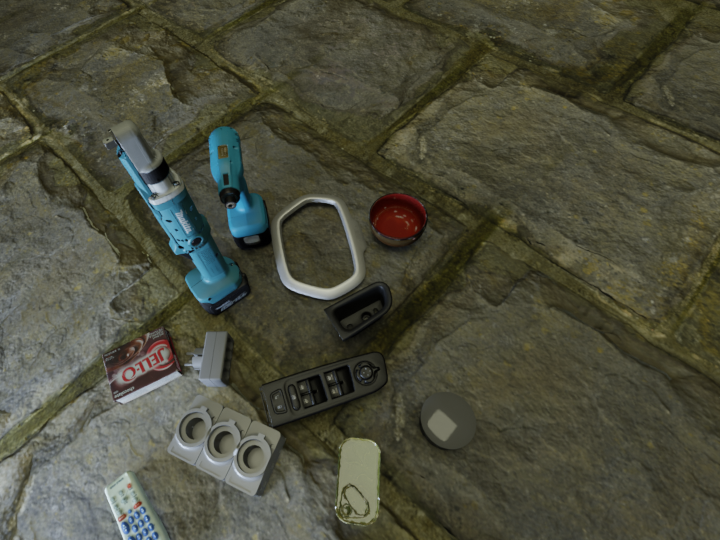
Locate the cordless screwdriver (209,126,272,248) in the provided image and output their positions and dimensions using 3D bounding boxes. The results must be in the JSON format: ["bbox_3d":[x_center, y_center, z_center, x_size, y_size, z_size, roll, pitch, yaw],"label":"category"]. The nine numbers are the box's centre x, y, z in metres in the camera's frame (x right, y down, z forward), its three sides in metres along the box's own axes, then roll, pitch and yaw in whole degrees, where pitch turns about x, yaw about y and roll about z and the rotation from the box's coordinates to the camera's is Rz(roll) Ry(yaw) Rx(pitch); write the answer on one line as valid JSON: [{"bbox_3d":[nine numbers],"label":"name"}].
[{"bbox_3d":[-0.218,-0.120,0.772,0.074,0.241,0.165,-11,60,-6],"label":"cordless screwdriver"}]

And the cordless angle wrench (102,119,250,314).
[{"bbox_3d":[-0.262,-0.059,0.641,0.097,0.410,0.077,-34,66,-18],"label":"cordless angle wrench"}]

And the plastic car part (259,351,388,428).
[{"bbox_3d":[-0.052,0.189,0.675,0.201,0.065,0.069,-18,61,-6],"label":"plastic car part"}]

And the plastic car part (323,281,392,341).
[{"bbox_3d":[0.004,0.076,0.736,0.115,0.069,0.069,-28,63,-13],"label":"plastic car part"}]

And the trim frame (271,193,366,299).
[{"bbox_3d":[-0.083,-0.054,0.846,0.183,0.026,0.258,-14,59,-4],"label":"trim frame"}]
